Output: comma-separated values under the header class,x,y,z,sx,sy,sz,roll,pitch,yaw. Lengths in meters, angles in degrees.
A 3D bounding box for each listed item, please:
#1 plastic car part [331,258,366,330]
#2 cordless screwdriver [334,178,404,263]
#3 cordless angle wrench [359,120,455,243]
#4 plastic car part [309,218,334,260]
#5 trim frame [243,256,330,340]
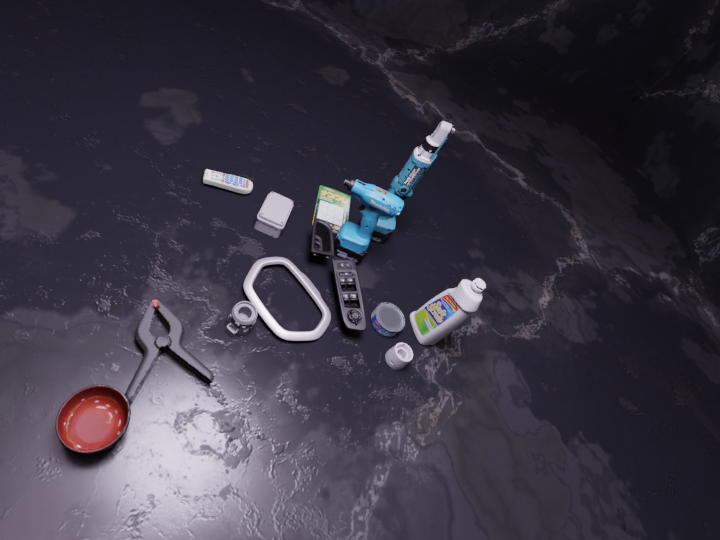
class,x,y,z,sx,sy,sz,roll,pitch,yaw
plastic car part,-0.035,0.068,1.084,0.064,0.067,0.211,4,52,-25
cordless screwdriver,-0.010,-0.135,1.139,0.158,0.248,0.075,28,47,-7
cordless angle wrench,0.120,-0.236,1.165,0.096,0.423,0.076,21,48,-15
plastic car part,-0.114,-0.074,1.162,0.064,0.071,0.120,12,49,-19
trim frame,-0.179,0.067,1.044,0.179,0.027,0.256,-29,69,-39
